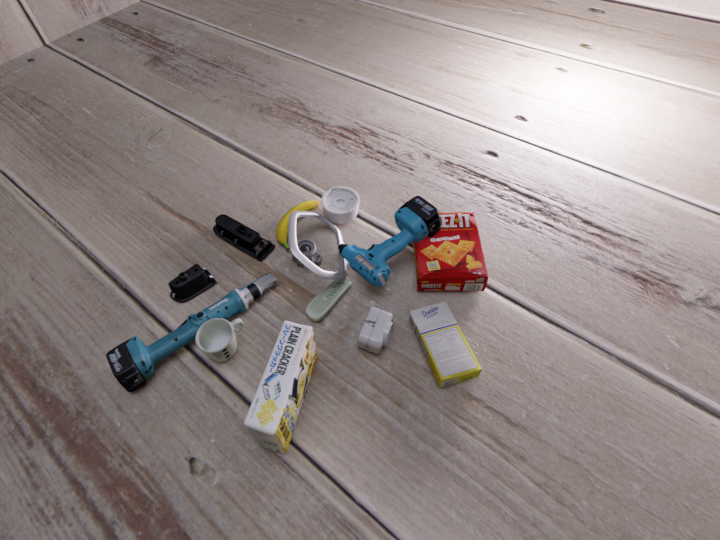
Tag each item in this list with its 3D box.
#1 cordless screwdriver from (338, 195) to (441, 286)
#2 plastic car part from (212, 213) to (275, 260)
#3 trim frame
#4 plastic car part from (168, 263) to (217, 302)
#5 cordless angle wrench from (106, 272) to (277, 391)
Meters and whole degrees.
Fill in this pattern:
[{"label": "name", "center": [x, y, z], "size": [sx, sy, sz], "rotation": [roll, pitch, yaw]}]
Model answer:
[{"label": "cordless screwdriver", "center": [0.072, -0.086, 1.065], "size": [0.247, 0.070, 0.168], "rotation": [-43, 53, -10]}, {"label": "plastic car part", "center": [-0.340, -0.102, 1.186], "size": [0.212, 0.064, 0.066], "rotation": [26, 66, 25]}, {"label": "trim frame", "center": [-0.107, -0.070, 1.095], "size": [0.177, 0.027, 0.258], "rotation": [19, 36, -25]}, {"label": "plastic car part", "center": [-0.442, 0.027, 1.090], "size": [0.114, 0.068, 0.069], "rotation": [-35, 59, -24]}, {"label": "cordless angle wrench", "center": [-0.379, 0.123, 1.013], "size": [0.416, 0.071, 0.104], "rotation": [-33, 49, -22]}]
